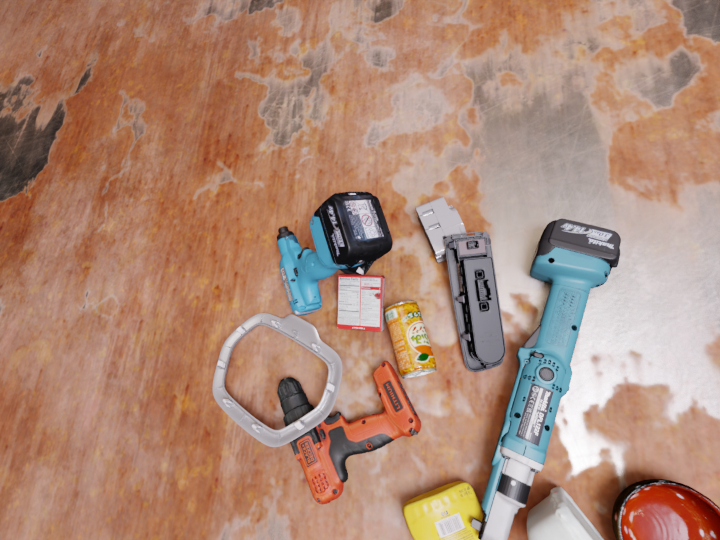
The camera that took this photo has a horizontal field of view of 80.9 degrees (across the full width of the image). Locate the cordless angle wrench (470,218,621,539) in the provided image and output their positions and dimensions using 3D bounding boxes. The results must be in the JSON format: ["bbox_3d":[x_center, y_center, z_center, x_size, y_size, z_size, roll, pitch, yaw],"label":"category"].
[{"bbox_3d":[0.235,0.136,0.551,0.102,0.071,0.425,17,74,21],"label":"cordless angle wrench"}]

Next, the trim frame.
[{"bbox_3d":[-0.140,0.157,0.666,0.263,0.026,0.184,20,68,39],"label":"trim frame"}]

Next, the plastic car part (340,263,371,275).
[{"bbox_3d":[-0.036,-0.043,0.718,0.121,0.068,0.066,32,81,21],"label":"plastic car part"}]

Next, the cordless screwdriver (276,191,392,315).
[{"bbox_3d":[-0.064,-0.042,0.649,0.252,0.071,0.163,-40,63,51],"label":"cordless screwdriver"}]

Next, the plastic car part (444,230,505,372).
[{"bbox_3d":[0.173,0.045,0.604,0.066,0.067,0.203,-6,88,-5],"label":"plastic car part"}]
